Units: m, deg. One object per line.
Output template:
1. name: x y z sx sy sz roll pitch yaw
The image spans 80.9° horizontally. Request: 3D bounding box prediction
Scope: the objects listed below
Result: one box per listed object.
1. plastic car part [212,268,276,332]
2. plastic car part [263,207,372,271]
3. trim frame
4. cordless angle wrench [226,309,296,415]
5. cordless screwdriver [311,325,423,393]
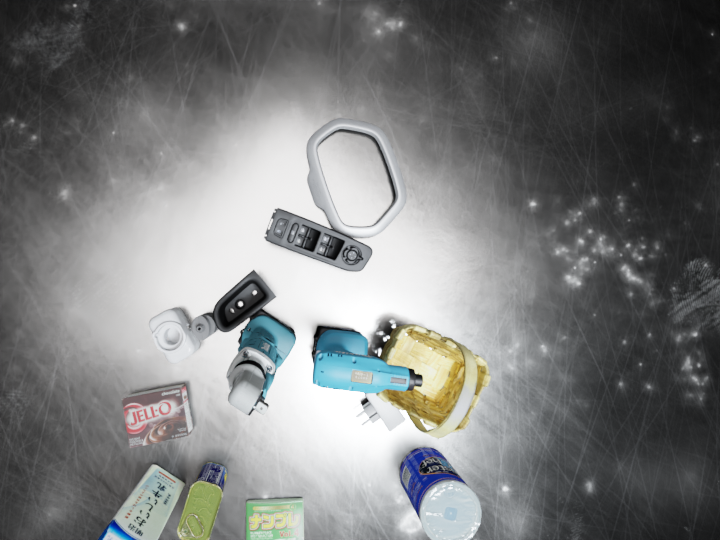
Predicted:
1. plastic car part: -0.222 0.060 0.791 0.116 0.071 0.066 -40 92 -6
2. plastic car part: -0.079 -0.052 0.810 0.202 0.067 0.066 21 86 -2
3. trim frame: -0.012 -0.187 0.843 0.183 0.027 0.249 -19 87 -5
4. cordless angle wrench: -0.147 0.124 0.614 0.097 0.426 0.074 33 85 -7
5. cordless screwdriver: -0.004 0.150 0.708 0.158 0.250 0.074 8 88 -7
